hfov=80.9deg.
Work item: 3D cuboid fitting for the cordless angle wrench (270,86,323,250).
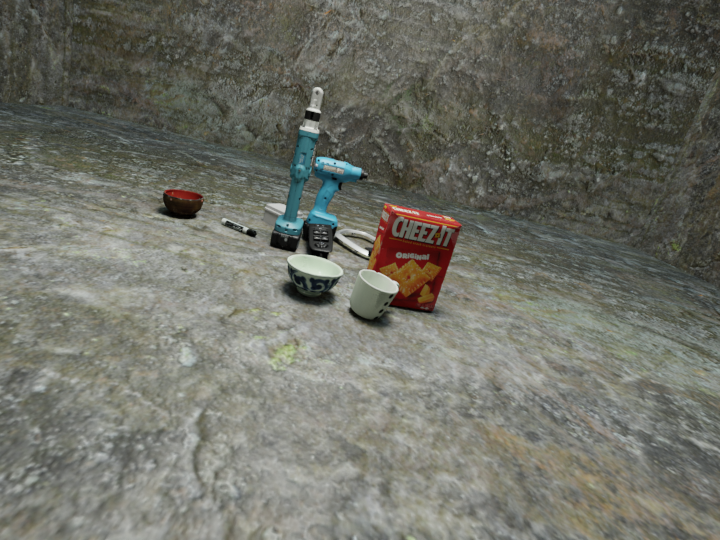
[{"bbox_3d":[-0.157,-0.263,1.113,0.074,0.418,0.099,14,17,-3],"label":"cordless angle wrench"}]

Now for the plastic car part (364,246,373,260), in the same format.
[{"bbox_3d":[0.058,-0.009,1.076,0.063,0.070,0.122,5,20,-27],"label":"plastic car part"}]

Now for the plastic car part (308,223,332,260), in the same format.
[{"bbox_3d":[-0.112,-0.074,1.149,0.065,0.066,0.208,11,19,-11],"label":"plastic car part"}]

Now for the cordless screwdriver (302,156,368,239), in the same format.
[{"bbox_3d":[-0.081,-0.202,1.260,0.157,0.246,0.076,12,18,-9],"label":"cordless screwdriver"}]

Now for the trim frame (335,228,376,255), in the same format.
[{"bbox_3d":[0.024,-0.079,1.319,0.176,0.027,0.263,-3,25,-39],"label":"trim frame"}]
